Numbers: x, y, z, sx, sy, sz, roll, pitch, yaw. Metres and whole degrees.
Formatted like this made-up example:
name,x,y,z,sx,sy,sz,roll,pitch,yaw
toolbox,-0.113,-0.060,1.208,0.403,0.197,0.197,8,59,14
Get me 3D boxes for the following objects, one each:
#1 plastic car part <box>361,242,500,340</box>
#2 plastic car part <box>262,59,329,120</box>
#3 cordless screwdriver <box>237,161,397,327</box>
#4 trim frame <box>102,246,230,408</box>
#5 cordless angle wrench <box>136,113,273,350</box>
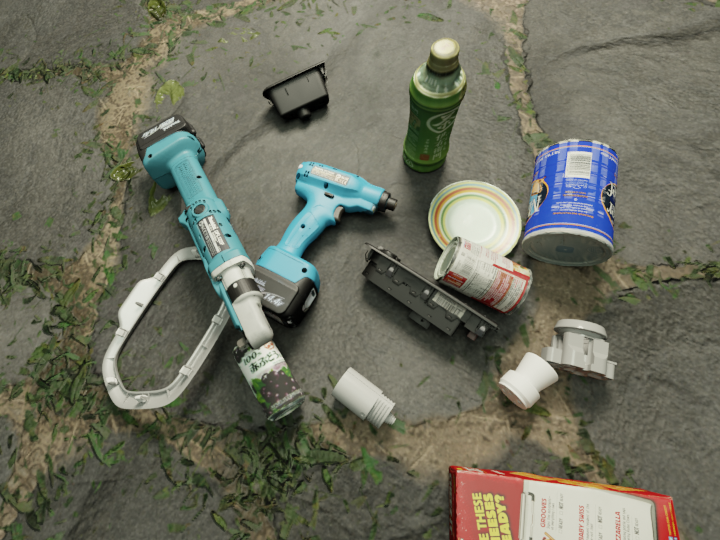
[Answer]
name,x,y,z,sx,sy,sz,roll,pitch,yaw
plastic car part,0.082,0.033,0.576,0.210,0.064,0.067,38,103,17
plastic car part,-0.101,-0.296,0.727,0.116,0.065,0.072,-27,84,-1
cordless screwdriver,-0.060,-0.039,0.611,0.164,0.072,0.250,20,69,15
trim frame,-0.273,0.073,0.597,0.194,0.026,0.249,21,75,32
cordless angle wrench,-0.216,-0.070,0.592,0.097,0.071,0.444,-32,57,-6
